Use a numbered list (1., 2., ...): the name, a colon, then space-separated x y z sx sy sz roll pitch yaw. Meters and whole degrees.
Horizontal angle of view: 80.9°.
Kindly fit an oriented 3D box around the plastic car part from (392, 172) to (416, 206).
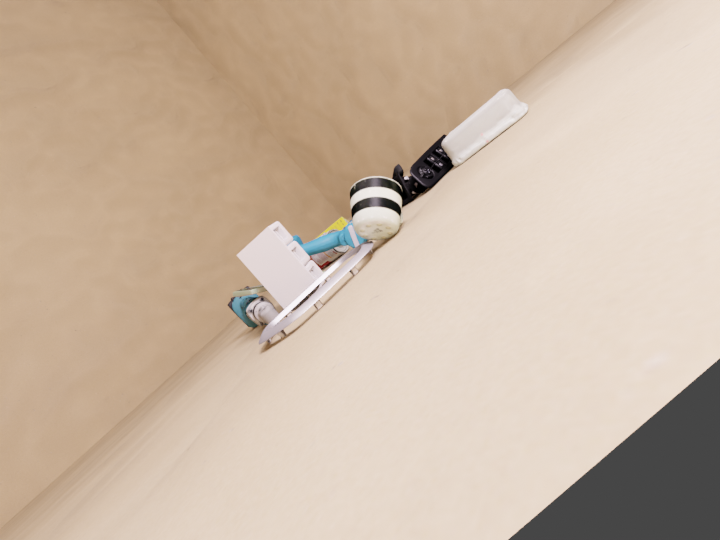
1. plastic car part: 0.106 -0.185 0.972 0.070 0.066 0.117 -26 -2 -16

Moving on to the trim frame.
1. trim frame: -0.066 0.033 0.674 0.246 0.027 0.188 -46 10 -22

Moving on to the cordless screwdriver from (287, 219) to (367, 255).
1. cordless screwdriver: -0.093 -0.061 0.954 0.254 0.073 0.158 -18 12 17

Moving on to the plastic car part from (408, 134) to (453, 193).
1. plastic car part: 0.157 -0.227 0.919 0.200 0.067 0.067 -47 -2 -43

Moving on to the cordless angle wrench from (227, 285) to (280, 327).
1. cordless angle wrench: -0.234 0.087 0.946 0.074 0.096 0.433 -45 12 -16
